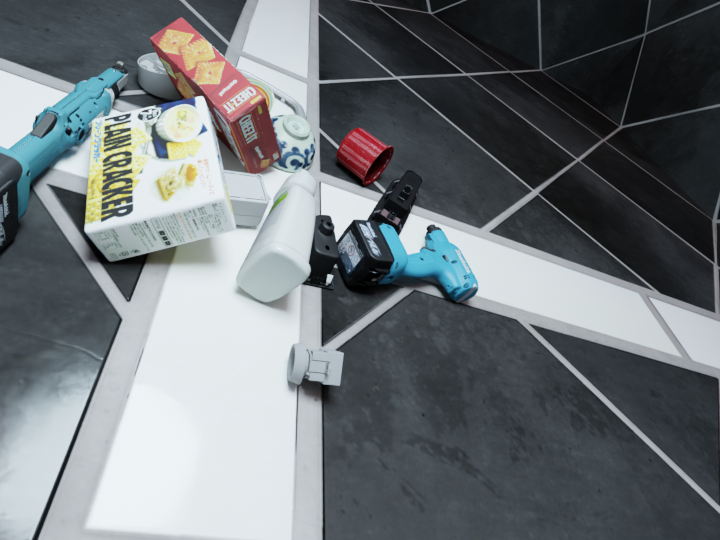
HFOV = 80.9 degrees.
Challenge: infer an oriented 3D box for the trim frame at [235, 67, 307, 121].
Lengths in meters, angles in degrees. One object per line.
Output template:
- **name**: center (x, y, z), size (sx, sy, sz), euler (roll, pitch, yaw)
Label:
- **trim frame**: center (-0.222, -0.358, 0.888), size (0.247, 0.027, 0.185), euler (30, 39, -5)

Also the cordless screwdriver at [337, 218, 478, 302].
- **cordless screwdriver**: center (0.076, -0.033, 0.710), size (0.237, 0.074, 0.166), euler (9, 45, -31)

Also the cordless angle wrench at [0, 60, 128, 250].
- **cordless angle wrench**: center (-0.405, -0.194, 0.571), size (0.072, 0.098, 0.436), euler (19, 38, -19)

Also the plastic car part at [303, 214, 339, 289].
- **plastic car part**: center (-0.062, -0.040, 0.633), size (0.063, 0.071, 0.121), euler (15, 47, -25)

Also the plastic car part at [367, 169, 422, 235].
- **plastic car part**: center (0.078, -0.145, 0.834), size (0.067, 0.066, 0.203), euler (27, 38, 2)
